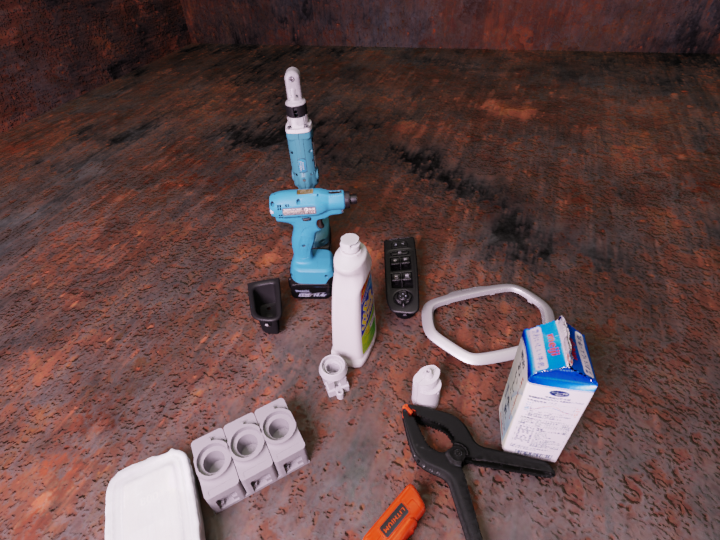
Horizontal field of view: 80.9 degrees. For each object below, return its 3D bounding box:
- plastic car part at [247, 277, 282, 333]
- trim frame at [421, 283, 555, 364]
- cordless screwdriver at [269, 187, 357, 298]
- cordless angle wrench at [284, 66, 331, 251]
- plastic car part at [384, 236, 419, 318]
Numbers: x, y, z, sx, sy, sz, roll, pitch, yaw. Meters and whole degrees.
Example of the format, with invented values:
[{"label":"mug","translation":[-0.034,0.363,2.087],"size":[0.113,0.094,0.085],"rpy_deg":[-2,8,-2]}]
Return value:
[{"label":"plastic car part","translation":[-0.182,0.079,0.832],"size":[0.065,0.068,0.122],"rpy_deg":[-12,42,-7]},{"label":"trim frame","translation":[0.238,0.092,0.788],"size":[0.246,0.026,0.193],"rpy_deg":[-14,42,-7]},{"label":"cordless screwdriver","translation":[-0.082,-0.053,0.836],"size":[0.160,0.240,0.077],"rpy_deg":[-2,41,2]},{"label":"cordless angle wrench","translation":[-0.114,-0.200,0.877],"size":[0.075,0.408,0.101],"rpy_deg":[-2,41,2]},{"label":"plastic car part","translation":[0.083,0.019,0.863],"size":[0.067,0.064,0.208],"rpy_deg":[-2,42,4]}]
